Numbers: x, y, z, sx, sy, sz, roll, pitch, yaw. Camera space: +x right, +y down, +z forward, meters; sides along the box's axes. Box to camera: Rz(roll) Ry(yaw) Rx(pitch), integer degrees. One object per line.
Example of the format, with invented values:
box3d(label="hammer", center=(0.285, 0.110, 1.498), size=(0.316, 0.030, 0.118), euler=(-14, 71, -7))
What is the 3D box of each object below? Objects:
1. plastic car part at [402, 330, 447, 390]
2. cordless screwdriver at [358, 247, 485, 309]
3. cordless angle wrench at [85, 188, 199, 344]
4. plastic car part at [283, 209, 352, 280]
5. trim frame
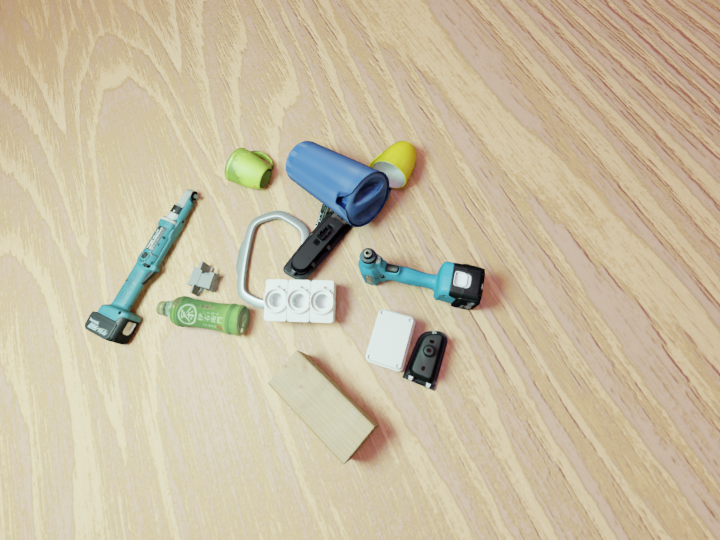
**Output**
box3d(label="plastic car part", center=(0.133, 0.170, 0.840), size=(0.068, 0.068, 0.117), euler=(19, 79, 15))
box3d(label="cordless screwdriver", center=(0.118, 0.008, 0.857), size=(0.255, 0.154, 0.075), euler=(12, 74, 14))
box3d(label="cordless angle wrench", center=(-0.531, -0.027, 1.071), size=(0.101, 0.071, 0.425), euler=(19, 73, 17))
box3d(label="plastic car part", center=(-0.095, -0.062, 0.970), size=(0.067, 0.067, 0.202), euler=(39, 78, 0))
box3d(label="trim frame", center=(-0.215, -0.030, 1.019), size=(0.188, 0.026, 0.252), euler=(0, 72, 12))
